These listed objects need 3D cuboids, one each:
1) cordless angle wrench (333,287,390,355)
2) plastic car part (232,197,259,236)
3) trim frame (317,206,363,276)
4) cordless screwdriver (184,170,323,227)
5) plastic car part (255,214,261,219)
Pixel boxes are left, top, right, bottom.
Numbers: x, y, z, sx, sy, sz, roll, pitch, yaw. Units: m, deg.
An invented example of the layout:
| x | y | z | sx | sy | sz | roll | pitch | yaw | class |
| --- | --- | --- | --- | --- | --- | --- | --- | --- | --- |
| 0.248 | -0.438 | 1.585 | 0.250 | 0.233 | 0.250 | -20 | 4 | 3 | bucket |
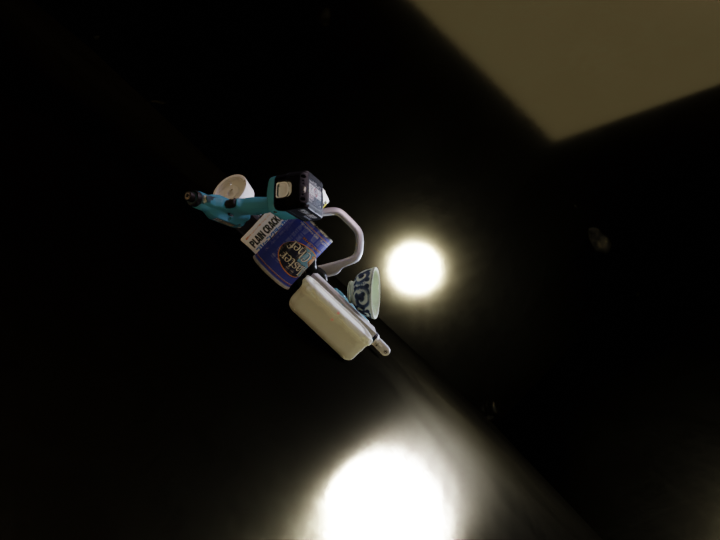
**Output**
| x | y | z | sx | sy | sz | roll | pitch | yaw | class |
| --- | --- | --- | --- | --- | --- | --- | --- | --- | --- |
| -0.071 | 0.080 | 1.173 | 0.423 | 0.074 | 0.098 | 45 | 0 | 0 | cordless angle wrench |
| -0.297 | -0.136 | 1.060 | 0.116 | 0.071 | 0.066 | 46 | -2 | -4 | plastic car part |
| -0.110 | -0.072 | 1.129 | 0.028 | 0.244 | 0.186 | 132 | -58 | -73 | trim frame |
| -0.206 | -0.136 | 0.822 | 0.258 | 0.075 | 0.151 | -5 | -12 | 26 | cordless screwdriver |
| -0.349 | -0.169 | 1.304 | 0.201 | 0.066 | 0.067 | 80 | -11 | -87 | plastic car part |
